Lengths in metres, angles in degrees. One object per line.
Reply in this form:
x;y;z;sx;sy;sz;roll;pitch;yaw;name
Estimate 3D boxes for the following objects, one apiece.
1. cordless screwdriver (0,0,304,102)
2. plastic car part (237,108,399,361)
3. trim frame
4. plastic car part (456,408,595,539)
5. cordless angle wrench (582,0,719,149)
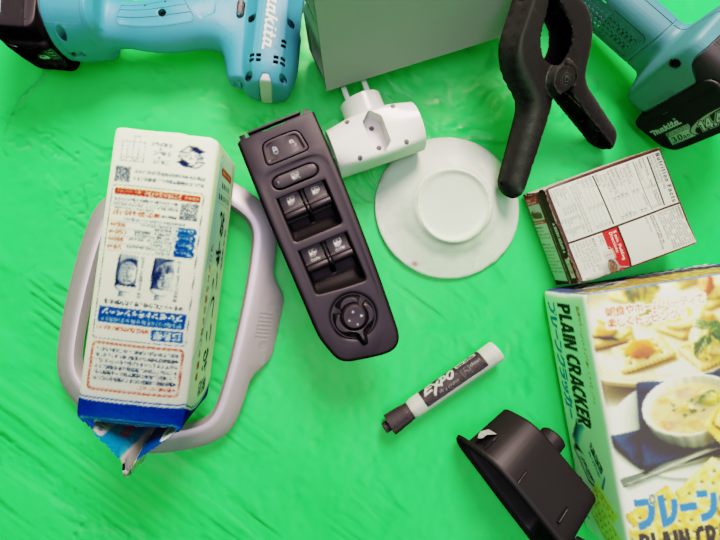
-0.172;-0.240;0.361;0.247;0.075;0.159;5;87;-5;cordless screwdriver
-0.034;-0.022;0.351;0.065;0.067;0.205;-22;84;-11;plastic car part
-0.162;0.033;0.369;0.184;0.027;0.249;11;85;0;trim frame
0.146;0.169;0.354;0.070;0.066;0.117;-34;86;-19;plastic car part
0.162;-0.285;0.366;0.074;0.097;0.428;-43;84;-4;cordless angle wrench
